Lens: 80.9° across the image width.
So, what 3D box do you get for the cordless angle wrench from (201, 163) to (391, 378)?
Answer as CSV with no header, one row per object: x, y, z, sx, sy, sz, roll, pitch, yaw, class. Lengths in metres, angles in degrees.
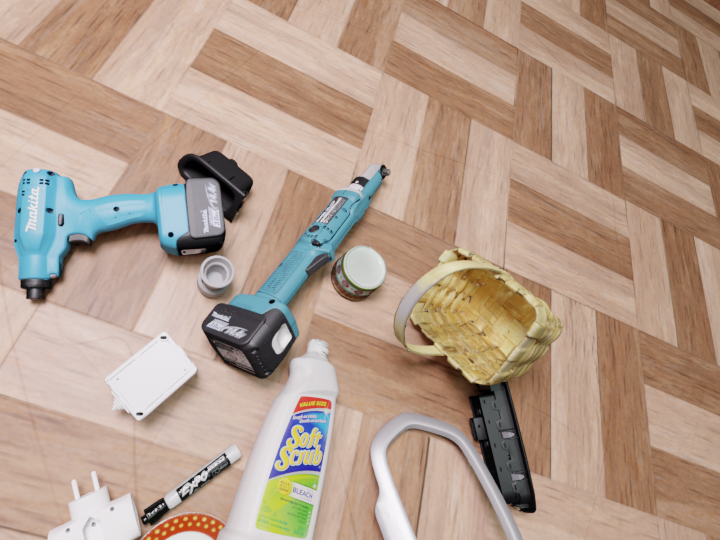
-0.062,-0.041,0.634,0.103,0.071,0.422,10,48,29,cordless angle wrench

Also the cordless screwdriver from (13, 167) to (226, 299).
-0.302,-0.047,0.545,0.243,0.075,0.161,-2,79,-16,cordless screwdriver

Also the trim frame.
0.108,0.306,0.544,0.177,0.027,0.260,-7,53,-29,trim frame

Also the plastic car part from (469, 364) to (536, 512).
0.205,0.249,0.626,0.066,0.066,0.208,-7,71,-16,plastic car part

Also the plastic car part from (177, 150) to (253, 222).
-0.209,-0.143,0.641,0.117,0.066,0.070,44,44,3,plastic car part
